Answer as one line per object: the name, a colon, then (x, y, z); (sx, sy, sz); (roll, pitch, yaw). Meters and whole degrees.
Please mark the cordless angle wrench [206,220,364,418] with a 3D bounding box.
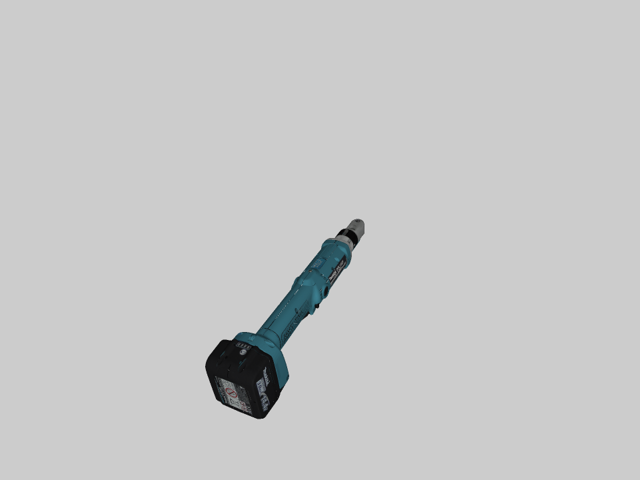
cordless angle wrench: (-0.015, 0.078, 0.673); (0.074, 0.098, 0.421); (11, 37, 24)
